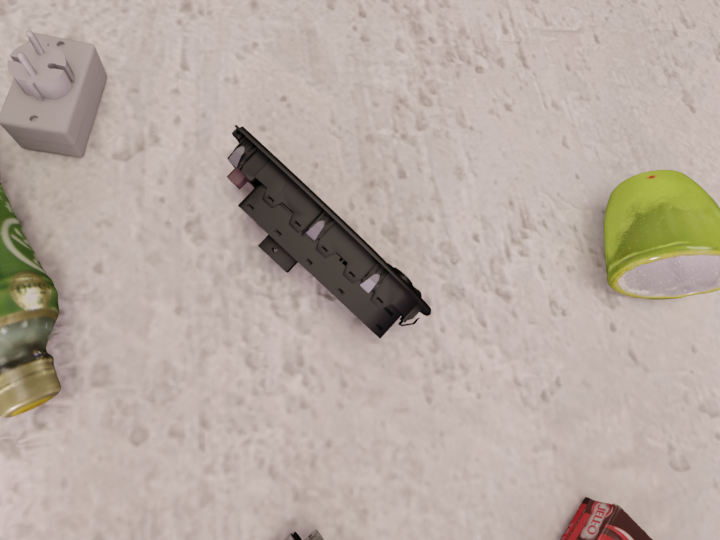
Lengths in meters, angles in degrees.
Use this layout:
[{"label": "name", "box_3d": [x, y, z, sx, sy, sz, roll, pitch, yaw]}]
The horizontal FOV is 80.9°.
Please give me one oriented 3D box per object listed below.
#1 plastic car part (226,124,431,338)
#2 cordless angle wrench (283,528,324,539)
[{"label": "plastic car part", "box_3d": [-0.032, -0.021, 0.325, 0.204, 0.066, 0.067, 39, 79, 3]}, {"label": "cordless angle wrench", "box_3d": [0.078, 0.341, 0.225, 0.096, 0.074, 0.431, -35, 79, -20]}]
